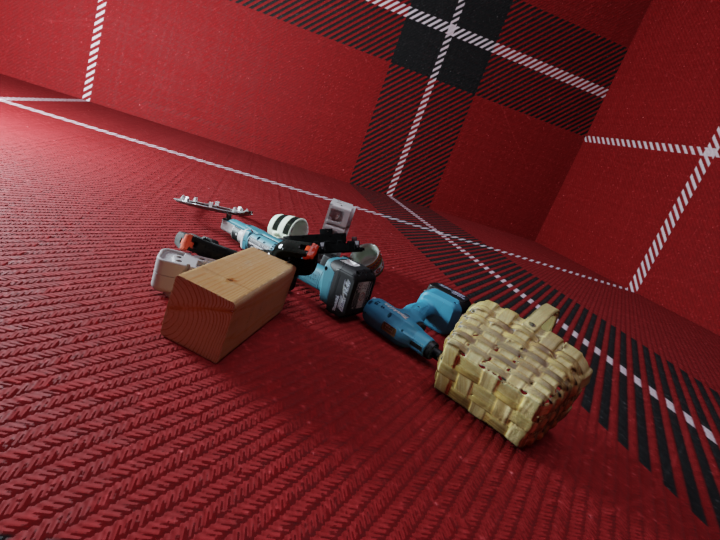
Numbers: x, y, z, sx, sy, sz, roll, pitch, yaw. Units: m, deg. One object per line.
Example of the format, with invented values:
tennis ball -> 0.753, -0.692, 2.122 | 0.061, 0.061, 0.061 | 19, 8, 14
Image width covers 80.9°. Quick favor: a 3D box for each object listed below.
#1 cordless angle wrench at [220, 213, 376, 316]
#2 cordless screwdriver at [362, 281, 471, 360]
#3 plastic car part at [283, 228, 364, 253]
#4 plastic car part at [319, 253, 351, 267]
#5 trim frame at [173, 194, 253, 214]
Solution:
cordless angle wrench -> -0.164, -0.033, 0.890 | 0.447, 0.097, 0.071 | 26, 16, 35
cordless screwdriver -> 0.136, 0.097, 0.814 | 0.168, 0.073, 0.238 | 31, 25, 35
plastic car part -> -0.096, -0.063, 0.981 | 0.203, 0.066, 0.067 | -7, 11, -1
plastic car part -> -0.047, -0.001, 0.924 | 0.123, 0.070, 0.063 | 26, 18, 32
trim frame -> -0.373, -0.167, 1.100 | 0.186, 0.027, 0.246 | 14, 4, 4
